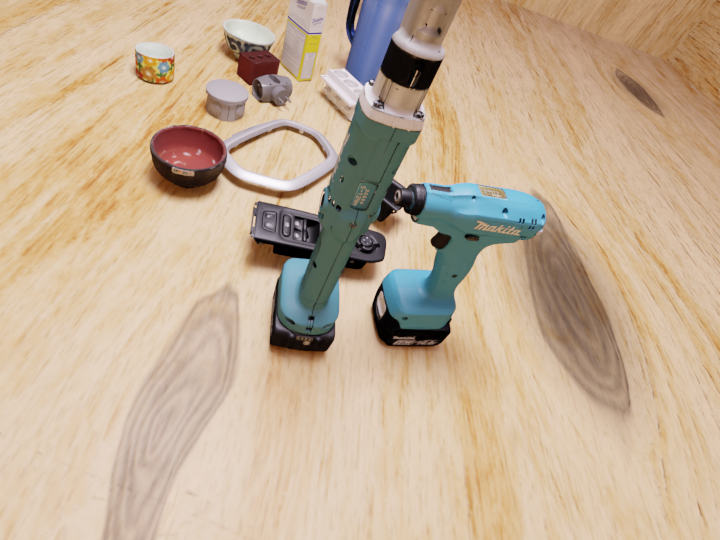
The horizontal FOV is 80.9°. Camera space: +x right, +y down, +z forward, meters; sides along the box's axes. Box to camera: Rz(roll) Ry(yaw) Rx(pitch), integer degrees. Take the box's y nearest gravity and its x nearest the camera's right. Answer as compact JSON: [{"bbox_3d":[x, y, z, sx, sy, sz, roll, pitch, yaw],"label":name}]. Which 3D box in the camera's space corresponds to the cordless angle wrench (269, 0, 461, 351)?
[{"bbox_3d":[-0.011,-0.062,0.401,0.072,0.419,0.101,11,47,-17],"label":"cordless angle wrench"}]

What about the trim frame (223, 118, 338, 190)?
[{"bbox_3d":[-0.146,-0.216,0.771,0.189,0.027,0.245,33,46,11],"label":"trim frame"}]

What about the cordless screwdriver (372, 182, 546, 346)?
[{"bbox_3d":[0.077,-0.003,0.500,0.155,0.246,0.077,8,48,-18],"label":"cordless screwdriver"}]

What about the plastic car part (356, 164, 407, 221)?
[{"bbox_3d":[0.020,-0.128,0.720,0.120,0.070,0.065,38,46,14],"label":"plastic car part"}]

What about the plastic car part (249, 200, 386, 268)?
[{"bbox_3d":[-0.060,-0.039,0.610,0.198,0.066,0.068,9,47,-13],"label":"plastic car part"}]
